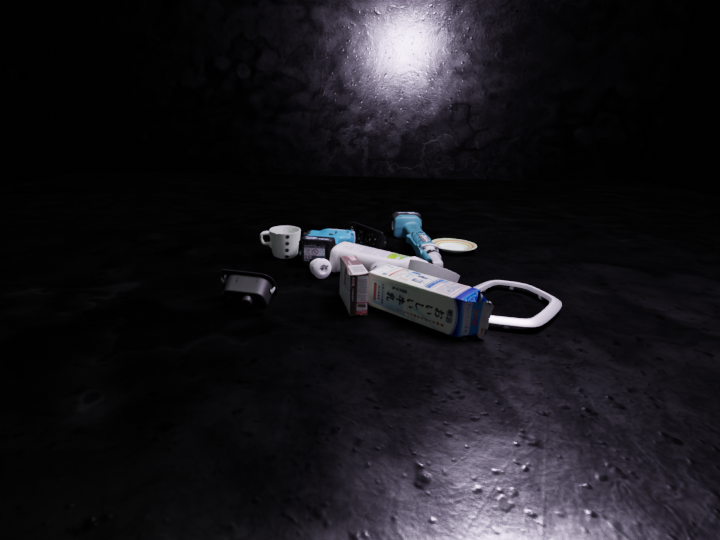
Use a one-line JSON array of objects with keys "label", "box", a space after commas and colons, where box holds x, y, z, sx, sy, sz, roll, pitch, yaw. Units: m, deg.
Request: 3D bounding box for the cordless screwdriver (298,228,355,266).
[{"label": "cordless screwdriver", "box": [-0.116, -0.076, 1.187, 0.163, 0.073, 0.246, 5, 15, 12]}]

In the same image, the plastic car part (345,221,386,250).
[{"label": "plastic car part", "box": [0.019, -0.104, 1.288, 0.064, 0.066, 0.214, 2, 15, -34]}]

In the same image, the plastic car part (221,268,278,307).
[{"label": "plastic car part", "box": [-0.232, 0.046, 0.860, 0.117, 0.064, 0.072, 6, 33, 4]}]

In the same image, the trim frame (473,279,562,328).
[{"label": "trim frame", "box": [0.296, 0.065, 0.863, 0.194, 0.027, 0.240, 17, 27, 37]}]

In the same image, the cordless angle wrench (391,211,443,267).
[{"label": "cordless angle wrench", "box": [0.171, -0.087, 1.236, 0.097, 0.073, 0.433, -1, 21, -5]}]
